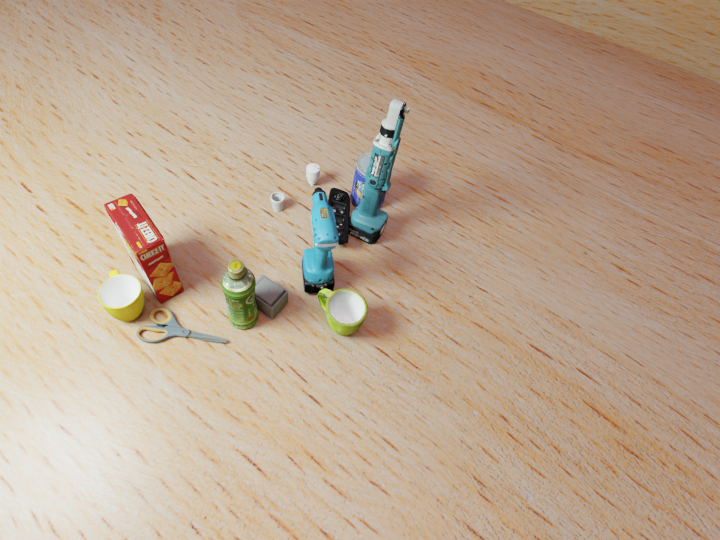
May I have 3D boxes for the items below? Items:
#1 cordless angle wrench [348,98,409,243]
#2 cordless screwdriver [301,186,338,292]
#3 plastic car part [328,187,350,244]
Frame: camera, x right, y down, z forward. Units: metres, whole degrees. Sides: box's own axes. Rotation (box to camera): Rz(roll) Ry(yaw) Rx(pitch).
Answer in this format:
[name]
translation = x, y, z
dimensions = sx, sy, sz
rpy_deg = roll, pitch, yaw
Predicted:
[cordless angle wrench]
translation = 0.043, -0.226, 1.017
dimensions = 0.100, 0.414, 0.074
rpy_deg = 29, 56, 10
[cordless screwdriver]
translation = -0.097, -0.063, 0.993
dimensions = 0.073, 0.243, 0.165
rpy_deg = -3, 56, -12
[plastic car part]
translation = -0.064, -0.144, 1.163
dimensions = 0.066, 0.065, 0.208
rpy_deg = 6, 54, -4
